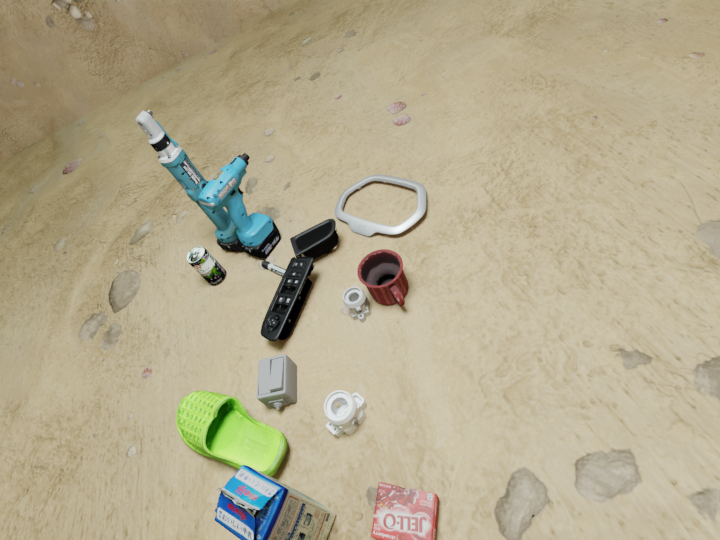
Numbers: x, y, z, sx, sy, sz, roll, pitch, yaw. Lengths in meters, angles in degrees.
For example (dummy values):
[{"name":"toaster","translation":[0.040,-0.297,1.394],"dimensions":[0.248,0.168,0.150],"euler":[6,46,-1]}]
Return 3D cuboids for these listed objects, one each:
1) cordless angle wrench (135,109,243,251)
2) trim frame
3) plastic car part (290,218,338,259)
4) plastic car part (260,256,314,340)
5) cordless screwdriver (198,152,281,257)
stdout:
[{"name":"cordless angle wrench","translation":[-0.396,-0.203,1.025],"dimensions":[0.078,0.401,0.099],"euler":[5,56,27]},{"name":"trim frame","translation":[0.047,-0.162,1.037],"dimensions":[0.262,0.026,0.183],"euler":[22,66,36]},{"name":"plastic car part","translation":[-0.098,-0.064,1.001],"dimensions":[0.117,0.067,0.069],"euler":[-26,47,4]},{"name":"plastic car part","translation":[-0.156,0.067,0.927],"dimensions":[0.069,0.063,0.204],"euler":[6,57,28]},{"name":"cordless screwdriver","translation":[-0.278,-0.155,1.044],"dimensions":[0.078,0.236,0.159],"euler":[16,61,33]}]
